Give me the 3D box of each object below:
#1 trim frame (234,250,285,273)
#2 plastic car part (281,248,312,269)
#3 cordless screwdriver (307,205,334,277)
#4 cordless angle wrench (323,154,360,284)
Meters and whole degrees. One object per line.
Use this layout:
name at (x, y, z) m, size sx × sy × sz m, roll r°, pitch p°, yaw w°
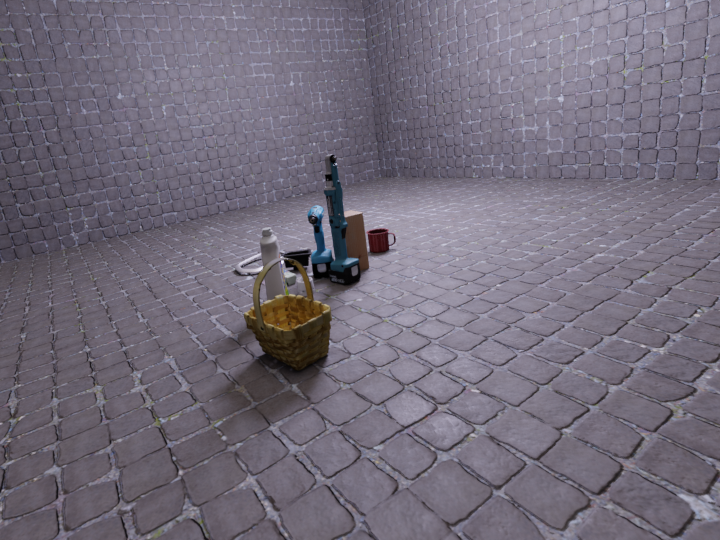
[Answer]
trim frame at (-0.406, -0.034, 1.749) m, size 0.193 × 0.027 × 0.242 m, roll 4°, pitch 22°, yaw 33°
plastic car part at (-0.243, -0.038, 1.623) m, size 0.116 × 0.069 × 0.068 m, roll -10°, pitch 17°, yaw -5°
cordless screwdriver at (-0.144, -0.094, 1.470) m, size 0.075 × 0.244 × 0.161 m, roll -6°, pitch 16°, yaw 4°
cordless angle wrench at (-0.075, -0.165, 1.381) m, size 0.103 × 0.415 × 0.072 m, roll 7°, pitch 21°, yaw 43°
